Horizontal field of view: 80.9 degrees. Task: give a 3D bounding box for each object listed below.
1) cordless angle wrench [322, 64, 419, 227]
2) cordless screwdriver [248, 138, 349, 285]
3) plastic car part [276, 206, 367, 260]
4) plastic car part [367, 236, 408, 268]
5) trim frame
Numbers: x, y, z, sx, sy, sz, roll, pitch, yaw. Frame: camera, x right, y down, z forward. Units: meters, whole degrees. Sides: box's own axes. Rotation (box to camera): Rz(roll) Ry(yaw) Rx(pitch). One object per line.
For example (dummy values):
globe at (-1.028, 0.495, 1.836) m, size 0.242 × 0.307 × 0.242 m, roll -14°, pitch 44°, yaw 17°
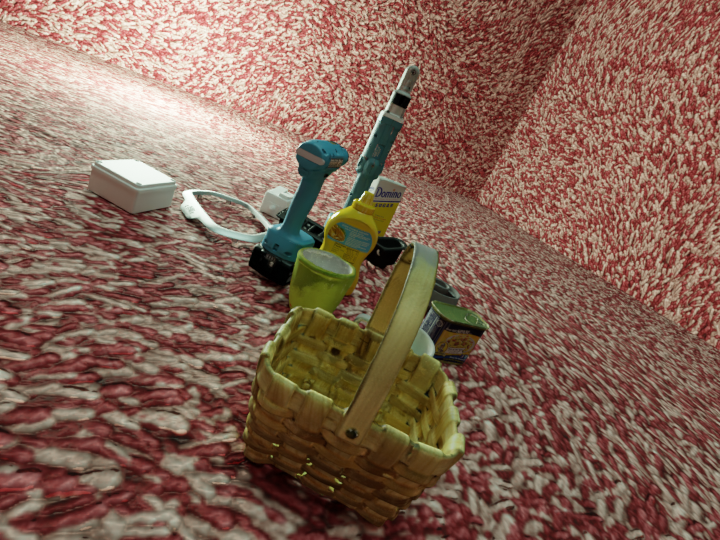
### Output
cordless angle wrench at (0.021, -0.224, 0.900) m, size 0.073 × 0.420 × 0.100 m, roll 22°, pitch 20°, yaw -11°
cordless screwdriver at (-0.094, -0.104, 0.725) m, size 0.076 × 0.247 × 0.156 m, roll 29°, pitch 20°, yaw 9°
plastic car part at (-0.086, -0.056, 0.878) m, size 0.207 × 0.066 × 0.065 m, roll 27°, pitch 20°, yaw 9°
plastic car part at (0.056, -0.038, 0.983) m, size 0.111 × 0.070 × 0.070 m, roll 1°, pitch 31°, yaw -48°
trim frame at (-0.273, -0.113, 0.872) m, size 0.175 × 0.027 × 0.263 m, roll 5°, pitch 27°, yaw -41°
